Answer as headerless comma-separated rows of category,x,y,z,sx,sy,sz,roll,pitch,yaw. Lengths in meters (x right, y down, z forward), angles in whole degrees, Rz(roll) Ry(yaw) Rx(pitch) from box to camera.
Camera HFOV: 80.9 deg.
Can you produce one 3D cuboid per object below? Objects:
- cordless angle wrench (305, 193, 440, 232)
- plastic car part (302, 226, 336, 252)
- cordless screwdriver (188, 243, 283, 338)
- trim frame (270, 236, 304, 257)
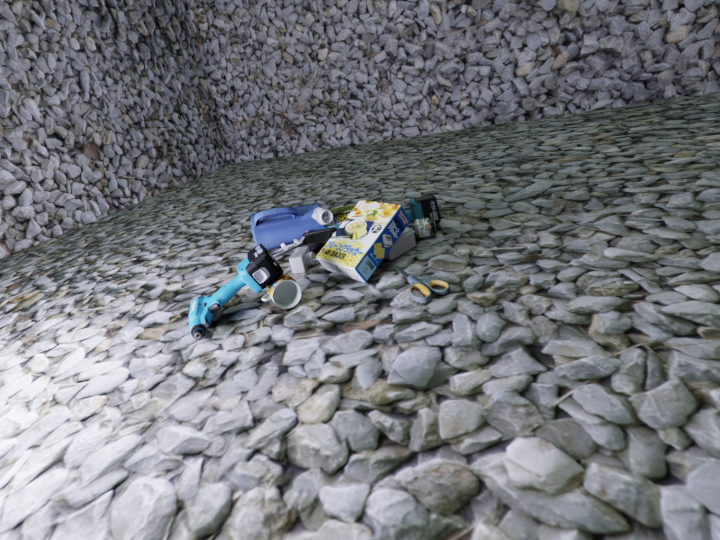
cordless angle wrench,0.027,-0.142,1.314,0.431,0.097,0.073,-12,7,13
plastic car part,-0.127,-0.083,1.299,0.119,0.063,0.072,-9,37,17
cordless screwdriver,-0.298,0.053,0.987,0.249,0.071,0.165,-38,26,1
trim frame,-0.249,-0.058,1.259,0.183,0.027,0.252,-23,8,-7
